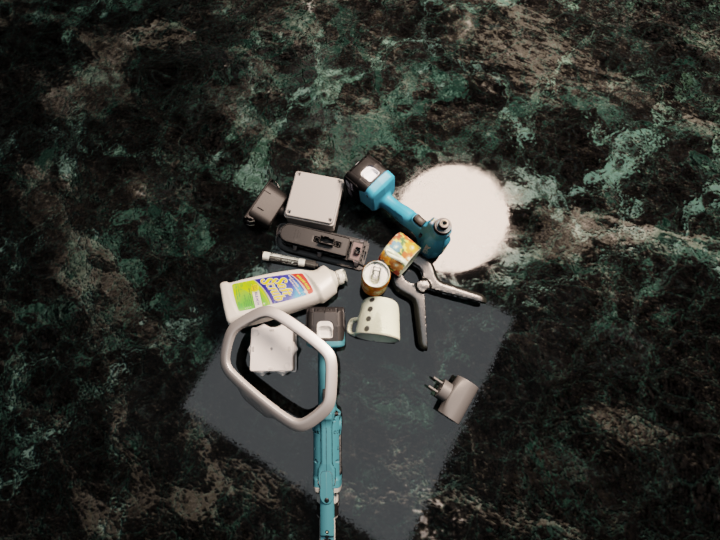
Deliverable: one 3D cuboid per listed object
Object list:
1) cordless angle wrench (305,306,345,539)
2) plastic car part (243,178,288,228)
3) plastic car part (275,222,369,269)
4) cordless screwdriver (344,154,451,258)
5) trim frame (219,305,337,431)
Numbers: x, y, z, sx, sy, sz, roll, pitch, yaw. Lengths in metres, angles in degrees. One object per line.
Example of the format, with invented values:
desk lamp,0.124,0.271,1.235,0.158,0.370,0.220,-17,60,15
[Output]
cordless angle wrench,-0.062,0.283,0.784,0.075,0.096,0.428,-1,78,0
plastic car part,-0.198,-0.139,0.927,0.070,0.066,0.116,35,76,-6
plastic car part,-0.087,-0.057,0.892,0.207,0.065,0.066,14,84,10
cordless screwdriver,0.078,-0.133,0.850,0.074,0.155,0.256,-44,75,-9
trim frame,-0.152,0.176,0.772,0.257,0.026,0.184,31,92,17
